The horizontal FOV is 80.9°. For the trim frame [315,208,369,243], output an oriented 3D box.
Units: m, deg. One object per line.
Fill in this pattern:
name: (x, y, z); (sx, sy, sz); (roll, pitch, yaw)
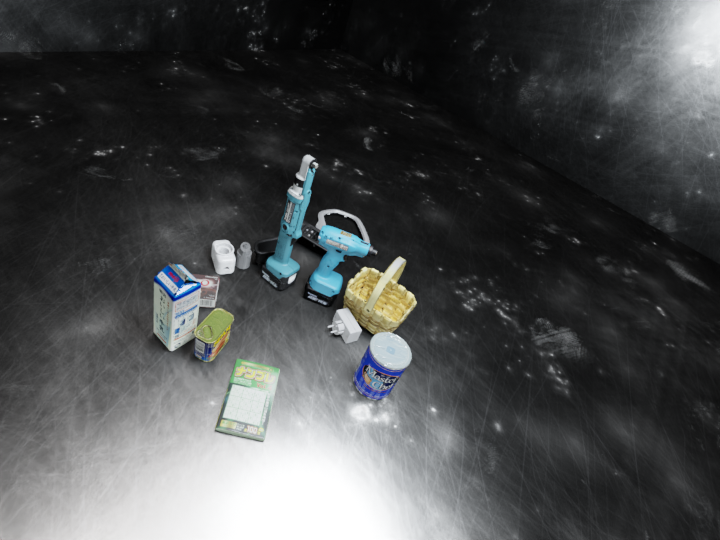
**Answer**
trim frame: (-0.067, -0.145, 1.514); (0.179, 0.027, 0.260); (1, 42, -20)

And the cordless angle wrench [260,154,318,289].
cordless angle wrench: (-0.185, -0.123, 1.139); (0.102, 0.417, 0.072); (38, 42, 18)

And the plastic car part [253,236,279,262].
plastic car part: (-0.280, -0.055, 1.297); (0.112, 0.070, 0.069); (-15, 51, -34)

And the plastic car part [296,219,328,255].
plastic car part: (-0.136, -0.089, 1.393); (0.208, 0.066, 0.065); (29, 40, 12)

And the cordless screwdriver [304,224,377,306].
cordless screwdriver: (-0.062, -0.004, 1.181); (0.160, 0.245, 0.075); (22, 39, 1)
